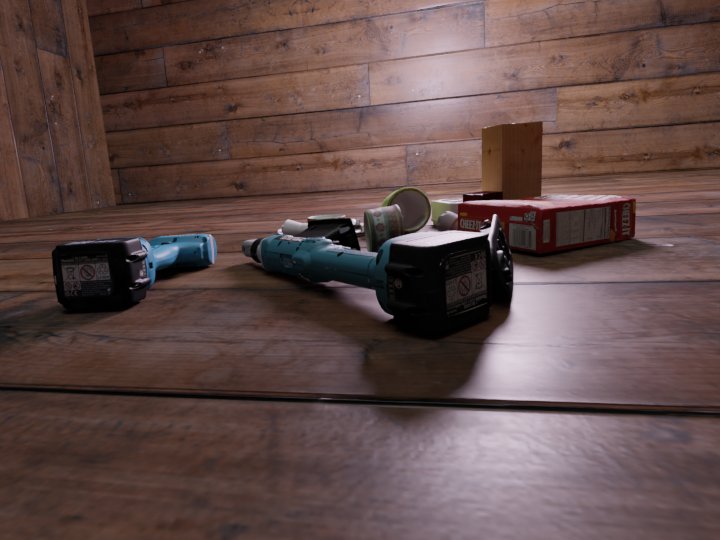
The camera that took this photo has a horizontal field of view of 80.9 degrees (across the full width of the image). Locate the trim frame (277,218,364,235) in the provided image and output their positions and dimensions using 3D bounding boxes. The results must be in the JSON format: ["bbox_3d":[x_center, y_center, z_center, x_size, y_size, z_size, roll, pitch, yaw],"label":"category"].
[{"bbox_3d":[-0.073,-0.098,0.960,0.258,0.027,0.180,0,13,23],"label":"trim frame"}]

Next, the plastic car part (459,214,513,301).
[{"bbox_3d":[0.141,-0.017,0.483,0.069,0.065,0.200,-10,11,18],"label":"plastic car part"}]

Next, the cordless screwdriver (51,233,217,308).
[{"bbox_3d":[-0.319,-0.013,0.586,0.161,0.074,0.248,-3,9,5],"label":"cordless screwdriver"}]

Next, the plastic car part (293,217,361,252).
[{"bbox_3d":[-0.066,-0.043,0.677,0.122,0.064,0.069,5,29,47],"label":"plastic car part"}]

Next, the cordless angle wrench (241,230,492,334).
[{"bbox_3d":[-0.050,-0.014,0.518,0.094,0.073,0.445,-12,14,-36],"label":"cordless angle wrench"}]
